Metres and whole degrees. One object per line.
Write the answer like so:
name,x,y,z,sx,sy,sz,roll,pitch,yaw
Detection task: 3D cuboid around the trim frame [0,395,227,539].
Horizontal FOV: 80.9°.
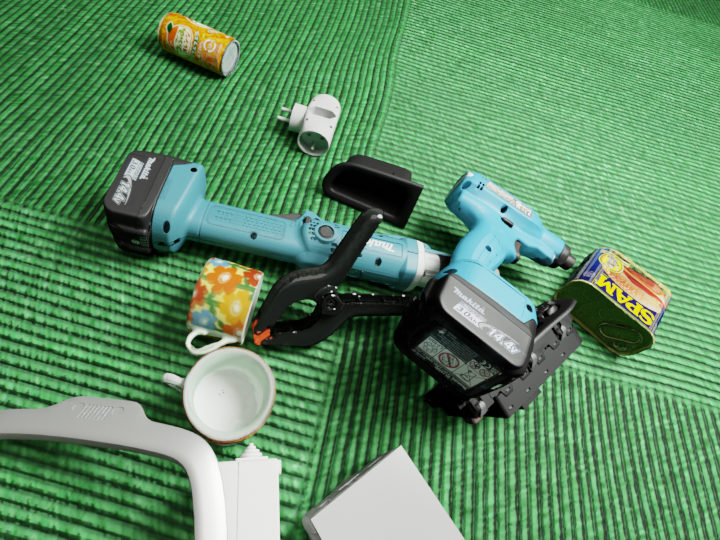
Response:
trim frame,-0.207,0.181,0.285,0.253,0.026,0.188,0,61,11

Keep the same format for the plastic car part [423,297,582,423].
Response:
plastic car part,0.163,0.092,0.429,0.199,0.066,0.068,-35,83,-28

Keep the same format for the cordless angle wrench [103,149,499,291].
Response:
cordless angle wrench,-0.045,-0.029,0.460,0.418,0.073,0.100,13,56,-6

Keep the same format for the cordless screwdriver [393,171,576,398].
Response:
cordless screwdriver,0.139,0.009,0.418,0.159,0.074,0.248,33,46,-1

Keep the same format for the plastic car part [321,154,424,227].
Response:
plastic car part,0.018,-0.114,0.534,0.118,0.065,0.071,24,42,6
